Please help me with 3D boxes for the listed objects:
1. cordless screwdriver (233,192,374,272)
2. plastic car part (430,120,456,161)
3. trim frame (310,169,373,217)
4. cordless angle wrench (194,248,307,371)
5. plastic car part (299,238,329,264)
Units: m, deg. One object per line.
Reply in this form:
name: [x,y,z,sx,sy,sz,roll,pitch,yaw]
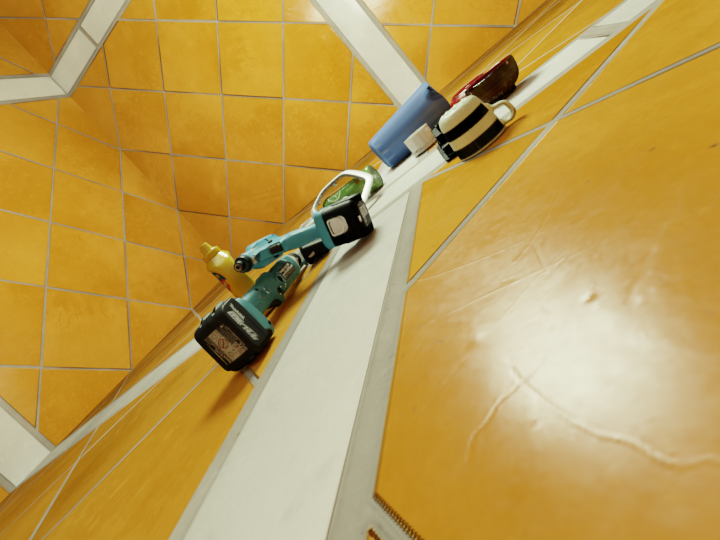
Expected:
cordless screwdriver: [-0.108,-0.059,0.775,0.255,0.073,0.157,-19,11,22]
plastic car part: [0.174,-0.271,0.854,0.067,0.066,0.204,-45,9,20]
trim frame: [-0.052,-0.185,1.106,0.184,0.026,0.262,-54,35,-3]
cordless angle wrench: [-0.170,0.033,0.811,0.075,0.097,0.424,-42,10,19]
plastic car part: [-0.093,-0.061,0.955,0.071,0.064,0.119,-26,18,8]
